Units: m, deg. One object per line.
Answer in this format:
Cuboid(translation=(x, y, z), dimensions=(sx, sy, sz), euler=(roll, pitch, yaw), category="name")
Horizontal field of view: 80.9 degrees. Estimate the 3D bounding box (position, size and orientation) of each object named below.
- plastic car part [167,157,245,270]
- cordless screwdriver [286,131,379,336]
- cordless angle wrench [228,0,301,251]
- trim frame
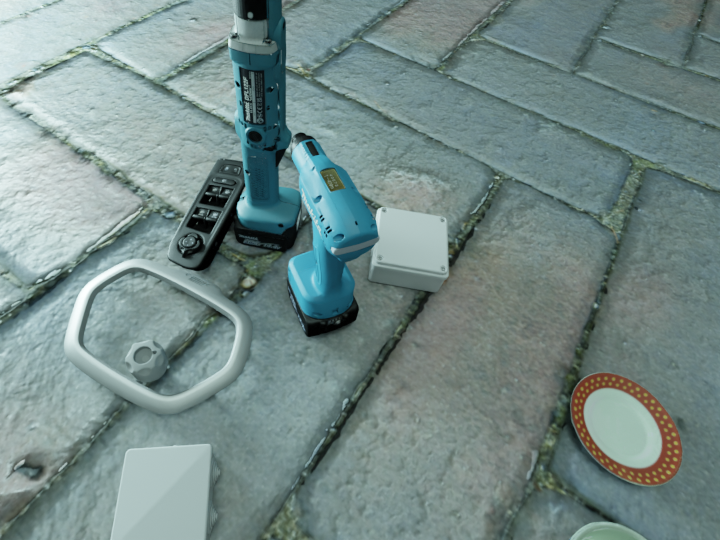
Cuboid(translation=(-0.224, -0.080, 0.641), dimensions=(0.067, 0.065, 0.206), euler=(15, 56, 3), category="plastic car part")
Cuboid(translation=(-0.050, -0.033, 0.514), dimensions=(0.073, 0.243, 0.166), euler=(-16, 60, -19), category="cordless screwdriver")
Cuboid(translation=(-0.116, -0.174, 0.503), dimensions=(0.098, 0.414, 0.076), euler=(12, 56, -2), category="cordless angle wrench")
Cuboid(translation=(-0.262, 0.075, 0.554), dimensions=(0.254, 0.027, 0.184), euler=(23, 57, 11), category="trim frame")
